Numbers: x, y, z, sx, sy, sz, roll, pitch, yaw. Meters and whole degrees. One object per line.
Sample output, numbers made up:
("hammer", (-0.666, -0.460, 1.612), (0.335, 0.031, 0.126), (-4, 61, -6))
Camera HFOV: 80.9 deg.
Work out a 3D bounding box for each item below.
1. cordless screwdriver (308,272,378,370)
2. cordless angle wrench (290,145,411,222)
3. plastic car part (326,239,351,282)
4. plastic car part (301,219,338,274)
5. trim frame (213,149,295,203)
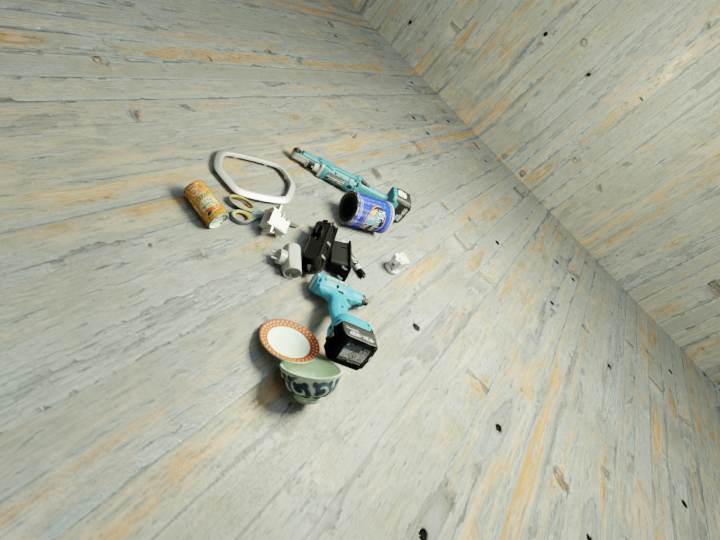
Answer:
("cordless screwdriver", (-0.024, 0.108, 0.948), (0.152, 0.074, 0.260), (23, 23, -26))
("cordless angle wrench", (-0.033, -0.284, 1.358), (0.410, 0.098, 0.076), (24, 42, -16))
("plastic car part", (-0.062, -0.035, 1.112), (0.069, 0.065, 0.120), (13, 42, -15))
("plastic car part", (-0.106, -0.069, 1.082), (0.067, 0.065, 0.206), (11, 46, 3))
("trim frame", (-0.283, -0.257, 1.152), (0.236, 0.028, 0.191), (3, 53, -38))
